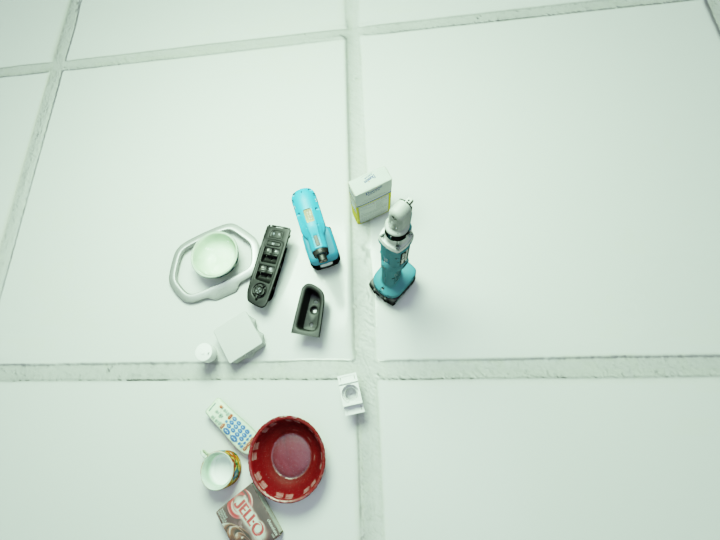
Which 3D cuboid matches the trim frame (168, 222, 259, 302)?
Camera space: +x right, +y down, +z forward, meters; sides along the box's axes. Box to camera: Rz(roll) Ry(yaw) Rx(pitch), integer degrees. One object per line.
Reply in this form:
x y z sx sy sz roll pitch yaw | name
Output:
-0.373 -0.018 1.077 0.248 0.027 0.190 -25 69 -2 | trim frame

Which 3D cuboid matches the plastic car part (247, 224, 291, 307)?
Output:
-0.222 -0.007 1.031 0.068 0.065 0.205 12 72 9 | plastic car part

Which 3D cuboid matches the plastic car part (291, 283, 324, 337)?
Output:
-0.112 0.096 0.976 0.067 0.069 0.118 7 72 8 | plastic car part

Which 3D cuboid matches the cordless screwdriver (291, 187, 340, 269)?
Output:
-0.092 -0.060 0.938 0.074 0.242 0.164 -18 71 -3 | cordless screwdriver

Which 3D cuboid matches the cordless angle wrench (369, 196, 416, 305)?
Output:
0.066 -0.028 0.813 0.077 0.411 0.097 40 78 14 | cordless angle wrench
